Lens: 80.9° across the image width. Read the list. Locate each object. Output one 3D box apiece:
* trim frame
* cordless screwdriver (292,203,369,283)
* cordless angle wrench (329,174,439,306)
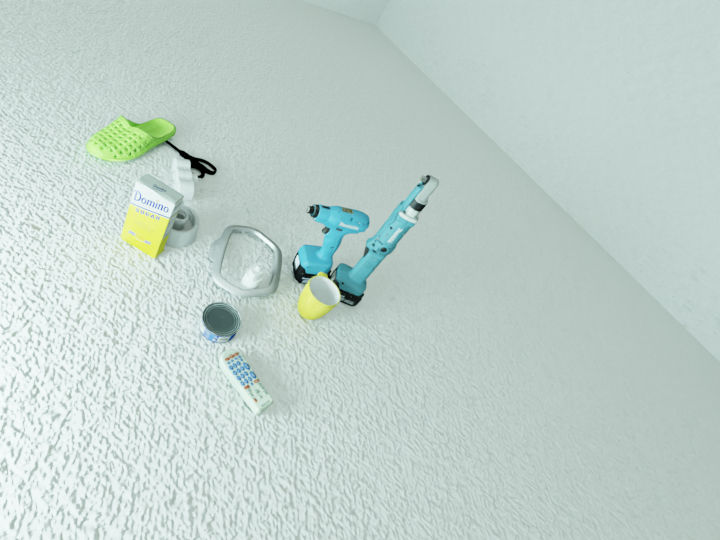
[{"bbox_3d":[-0.286,-0.027,1.064,0.178,0.027,0.256,19,41,-19],"label":"trim frame"},{"bbox_3d":[-0.103,-0.068,1.058,0.152,0.249,0.077,12,46,-29],"label":"cordless screwdriver"},{"bbox_3d":[0.054,-0.067,1.030,0.095,0.424,0.076,26,40,-16],"label":"cordless angle wrench"}]
